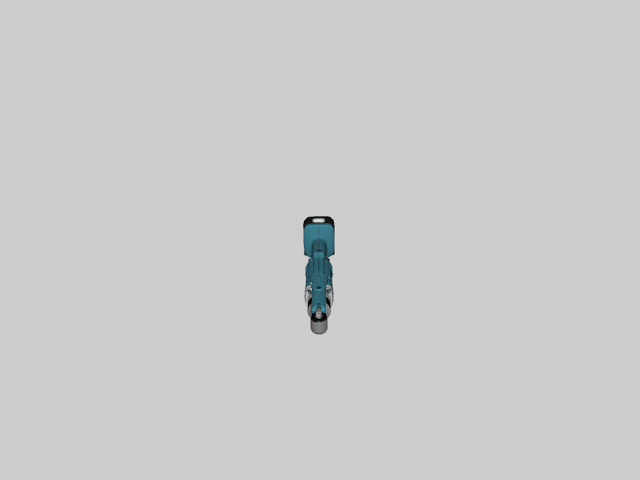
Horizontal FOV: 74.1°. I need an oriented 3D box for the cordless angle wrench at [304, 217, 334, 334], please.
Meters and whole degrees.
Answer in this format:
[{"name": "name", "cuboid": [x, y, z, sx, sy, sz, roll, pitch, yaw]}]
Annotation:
[{"name": "cordless angle wrench", "cuboid": [-0.003, 0.061, 0.855, 0.074, 0.098, 0.422, -1, 22, 0]}]
